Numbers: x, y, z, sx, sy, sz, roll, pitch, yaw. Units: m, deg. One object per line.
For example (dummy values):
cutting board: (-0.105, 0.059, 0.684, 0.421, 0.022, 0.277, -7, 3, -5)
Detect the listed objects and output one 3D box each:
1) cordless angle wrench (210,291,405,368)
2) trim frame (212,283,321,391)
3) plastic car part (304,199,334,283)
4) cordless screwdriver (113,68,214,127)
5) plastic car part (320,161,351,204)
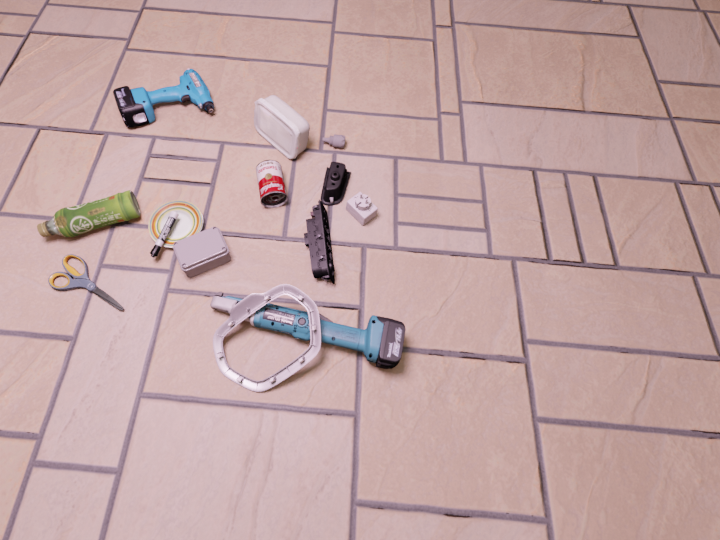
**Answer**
cordless angle wrench: (-0.123, 0.116, 0.911, 0.428, 0.072, 0.099, 12, 65, 6)
trim frame: (-0.195, 0.138, 0.873, 0.250, 0.027, 0.187, -35, 80, 8)
plastic car part: (-0.098, -0.064, 1.001, 0.067, 0.064, 0.209, -13, 65, 0)
cordless screwdriver: (-0.541, -0.467, 1.177, 0.244, 0.073, 0.165, -27, 69, -18)
plastic car part: (-0.065, -0.230, 1.077, 0.066, 0.069, 0.118, 11, 62, 2)
